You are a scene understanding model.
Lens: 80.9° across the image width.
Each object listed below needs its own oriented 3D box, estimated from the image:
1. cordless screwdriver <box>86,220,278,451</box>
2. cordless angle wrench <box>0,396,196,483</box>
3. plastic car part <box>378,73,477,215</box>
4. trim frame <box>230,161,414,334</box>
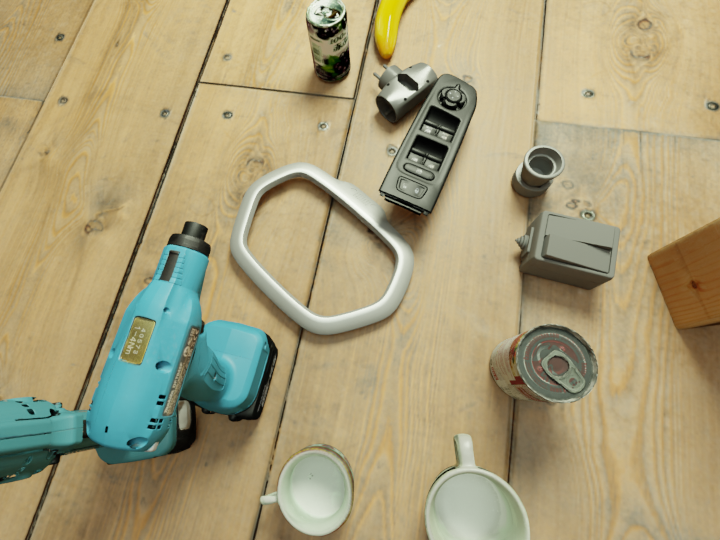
[{"bbox_3d":[-0.138,0.066,0.395,0.075,0.242,0.161,11,74,6],"label":"cordless screwdriver"},{"bbox_3d":[-0.243,0.119,0.301,0.098,0.412,0.076,-10,74,-1],"label":"cordless angle wrench"},{"bbox_3d":[0.091,-0.156,0.534,0.068,0.065,0.203,22,76,11],"label":"plastic car part"},{"bbox_3d":[-0.052,-0.034,0.531,0.257,0.027,0.183,41,81,18],"label":"trim frame"}]
